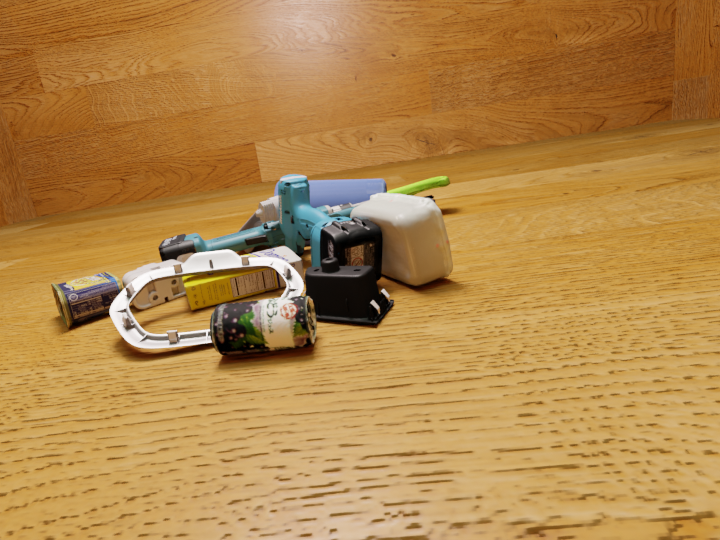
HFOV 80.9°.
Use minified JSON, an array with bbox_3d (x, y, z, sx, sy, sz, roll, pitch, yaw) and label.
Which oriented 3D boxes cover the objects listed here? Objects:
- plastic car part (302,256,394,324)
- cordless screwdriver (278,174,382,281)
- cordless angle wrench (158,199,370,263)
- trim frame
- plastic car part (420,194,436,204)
[{"bbox_3d":[-0.027,0.020,0.514,0.121,0.069,0.064,3,18,26],"label":"plastic car part"},{"bbox_3d":[-0.065,-0.043,0.665,0.072,0.155,0.263,-12,32,-27],"label":"cordless screwdriver"},{"bbox_3d":[-0.161,-0.073,0.813,0.417,0.073,0.101,-16,18,-10],"label":"cordless angle wrench"},{"bbox_3d":[-0.199,0.029,0.556,0.246,0.027,0.192,-9,33,-7],"label":"trim frame"},{"bbox_3d":[0.073,-0.089,0.828,0.198,0.064,0.071,-14,42,-20],"label":"plastic car part"}]
